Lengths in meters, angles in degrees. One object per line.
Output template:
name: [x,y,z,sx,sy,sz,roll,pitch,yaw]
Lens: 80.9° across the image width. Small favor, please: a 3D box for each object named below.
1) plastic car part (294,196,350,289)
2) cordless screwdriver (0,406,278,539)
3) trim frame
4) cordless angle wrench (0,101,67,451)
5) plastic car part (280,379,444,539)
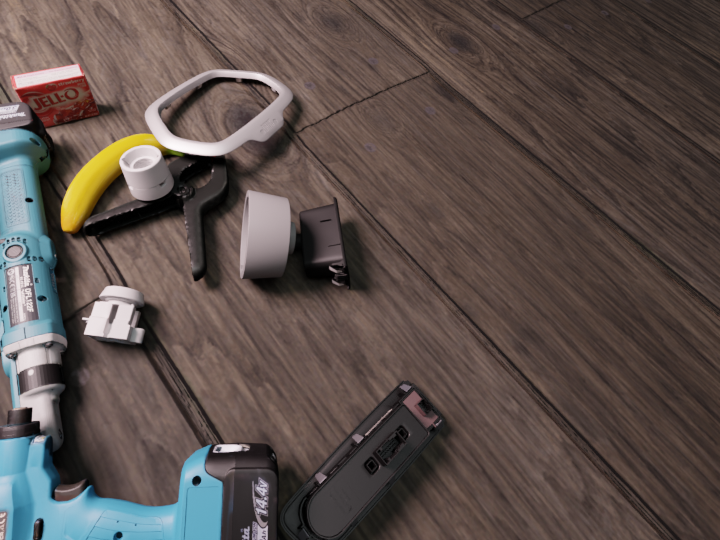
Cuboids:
plastic car part: [-0.054,-0.036,0.557,0.071,0.064,0.121,-12,60,-2]
cordless screwdriver: [-0.197,0.193,0.371,0.245,0.074,0.162,-4,77,-9]
trim frame: [-0.210,-0.248,0.649,0.189,0.027,0.248,22,50,12]
cordless angle wrench: [-0.383,-0.010,0.479,0.096,0.073,0.438,-18,67,-20]
plastic car part: [0.012,0.198,0.430,0.200,0.067,0.067,-38,82,-23]
